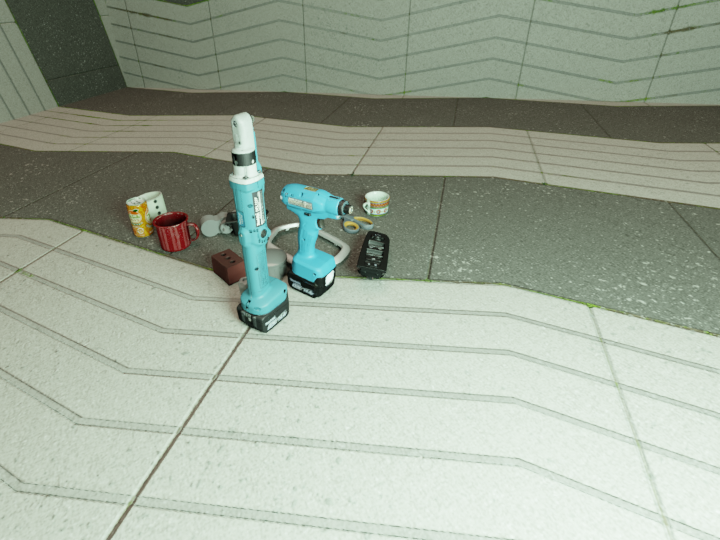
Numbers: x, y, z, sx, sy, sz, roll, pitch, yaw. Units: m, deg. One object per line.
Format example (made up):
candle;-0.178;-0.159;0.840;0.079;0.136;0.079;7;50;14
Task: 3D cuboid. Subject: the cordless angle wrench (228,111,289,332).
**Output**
cordless angle wrench;-0.197;-0.075;0.781;0.078;0.411;0.096;20;36;28

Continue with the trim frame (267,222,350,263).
trim frame;-0.145;-0.069;1.119;0.263;0.027;0.179;26;42;35

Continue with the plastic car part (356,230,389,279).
plastic car part;0.035;-0.033;1.018;0.067;0.065;0.206;4;34;7

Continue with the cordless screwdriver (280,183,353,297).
cordless screwdriver;-0.088;-0.058;0.903;0.167;0.241;0.073;19;36;27

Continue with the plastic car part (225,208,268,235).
plastic car part;-0.311;-0.127;1.178;0.116;0.069;0.068;-4;33;-4
